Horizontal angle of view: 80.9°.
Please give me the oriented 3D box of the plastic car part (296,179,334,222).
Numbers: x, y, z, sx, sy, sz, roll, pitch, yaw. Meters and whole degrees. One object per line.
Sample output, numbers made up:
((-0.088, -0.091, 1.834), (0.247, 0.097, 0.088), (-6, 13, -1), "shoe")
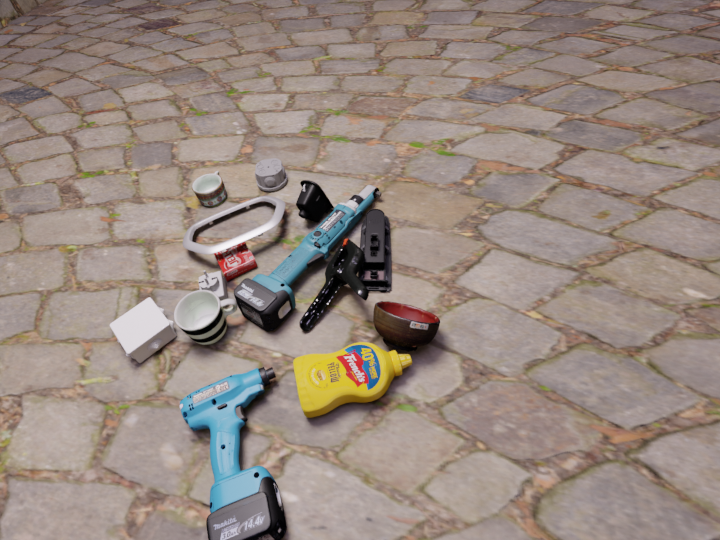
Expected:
((-0.113, -0.148, 0.950), (0.069, 0.111, 0.071), (20, 80, 21), "plastic car part")

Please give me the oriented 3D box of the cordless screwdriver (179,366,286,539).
((-0.172, 0.267, 0.635), (0.157, 0.071, 0.262), (-24, 48, -11), "cordless screwdriver")

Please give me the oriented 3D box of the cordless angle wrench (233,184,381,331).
((-0.087, -0.057, 0.891), (0.102, 0.071, 0.419), (25, 56, 25), "cordless angle wrench")

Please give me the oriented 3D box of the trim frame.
((-0.286, -0.106, 0.964), (0.245, 0.026, 0.194), (-28, 40, -12), "trim frame")

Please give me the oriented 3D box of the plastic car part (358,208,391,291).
((0.028, -0.054, 0.875), (0.068, 0.064, 0.208), (-6, 47, 11), "plastic car part")
